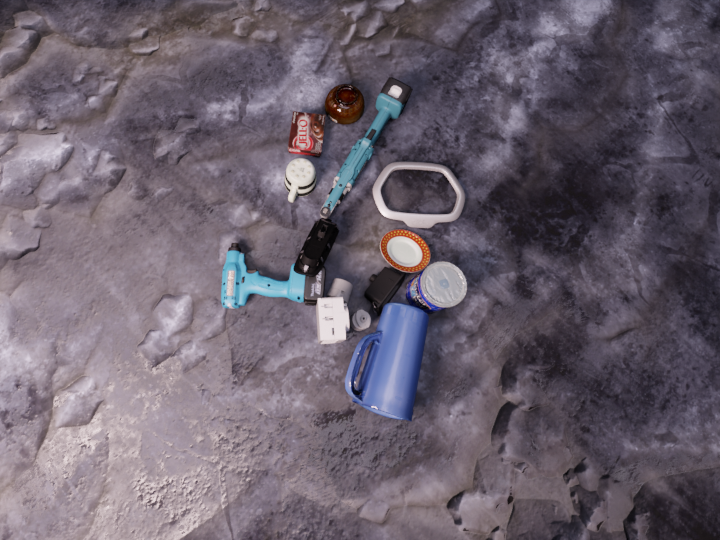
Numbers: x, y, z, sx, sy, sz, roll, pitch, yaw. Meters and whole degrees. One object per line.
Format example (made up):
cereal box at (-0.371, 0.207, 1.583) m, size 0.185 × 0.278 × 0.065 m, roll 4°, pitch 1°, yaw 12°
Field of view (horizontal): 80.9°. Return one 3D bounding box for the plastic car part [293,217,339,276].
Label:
plastic car part at (-0.098, -0.064, 1.004) m, size 0.066 × 0.067 × 0.205 m, roll 25°, pitch 46°, yaw -5°

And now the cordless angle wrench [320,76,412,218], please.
cordless angle wrench at (0.005, -0.316, 1.119) m, size 0.075 × 0.097 × 0.423 m, roll 29°, pitch 79°, yaw 1°

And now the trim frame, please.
trim frame at (0.155, -0.203, 1.123) m, size 0.246 × 0.027 × 0.187 m, roll 2°, pitch 73°, yaw -5°

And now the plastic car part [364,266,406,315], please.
plastic car part at (0.051, 0.041, 1.034) m, size 0.073 × 0.064 × 0.116 m, roll 30°, pitch 71°, yaw 17°

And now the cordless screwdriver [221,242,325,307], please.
cordless screwdriver at (-0.208, 0.010, 1.018) m, size 0.249 × 0.073 × 0.162 m, roll -1°, pitch 75°, yaw 0°
